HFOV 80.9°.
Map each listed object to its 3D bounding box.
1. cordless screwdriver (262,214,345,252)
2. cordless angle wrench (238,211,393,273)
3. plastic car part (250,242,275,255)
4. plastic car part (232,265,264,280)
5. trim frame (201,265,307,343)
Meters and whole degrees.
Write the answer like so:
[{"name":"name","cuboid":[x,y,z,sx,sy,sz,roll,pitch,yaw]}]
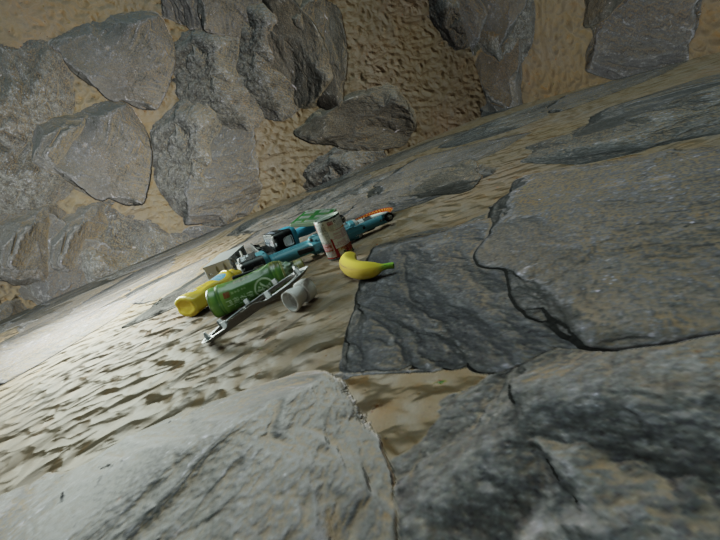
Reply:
[{"name":"cordless screwdriver","cuboid":[-0.174,-0.123,1.337,0.242,0.073,0.166,-29,18,-35]},{"name":"cordless angle wrench","cuboid":[-0.109,-0.071,1.110,0.419,0.073,0.101,-23,16,-9]},{"name":"plastic car part","cuboid":[-0.279,-0.041,1.238,0.066,0.065,0.210,-10,13,-15]},{"name":"plastic car part","cuboid":[-0.236,0.025,1.005,0.116,0.066,0.071,-20,1,-6]},{"name":"trim frame","cuboid":[-0.203,0.061,0.812,0.250,0.027,0.186,-33,11,5]}]
